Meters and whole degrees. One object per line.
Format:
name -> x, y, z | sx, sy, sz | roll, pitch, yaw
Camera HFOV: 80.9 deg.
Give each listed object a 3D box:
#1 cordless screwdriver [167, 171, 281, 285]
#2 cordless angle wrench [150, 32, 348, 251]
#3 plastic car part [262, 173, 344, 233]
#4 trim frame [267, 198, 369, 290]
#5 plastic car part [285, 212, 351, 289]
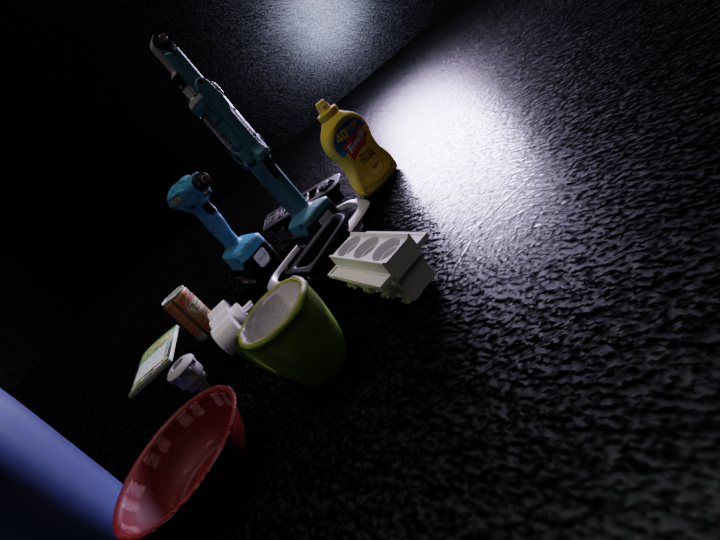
cordless screwdriver -> -0.254, -0.081, 0.809 | 0.165, 0.240, 0.074 | -11, 35, 53
cordless angle wrench -> -0.181, -0.199, 0.694 | 0.074, 0.409, 0.102 | -49, 21, -23
plastic car part -> -0.116, -0.133, 0.907 | 0.206, 0.065, 0.067 | -31, 23, 22
trim frame -> -0.073, -0.048, 0.746 | 0.191, 0.026, 0.248 | -13, 36, 47
plastic car part -> -0.038, -0.019, 0.591 | 0.069, 0.068, 0.116 | -8, 39, 55
